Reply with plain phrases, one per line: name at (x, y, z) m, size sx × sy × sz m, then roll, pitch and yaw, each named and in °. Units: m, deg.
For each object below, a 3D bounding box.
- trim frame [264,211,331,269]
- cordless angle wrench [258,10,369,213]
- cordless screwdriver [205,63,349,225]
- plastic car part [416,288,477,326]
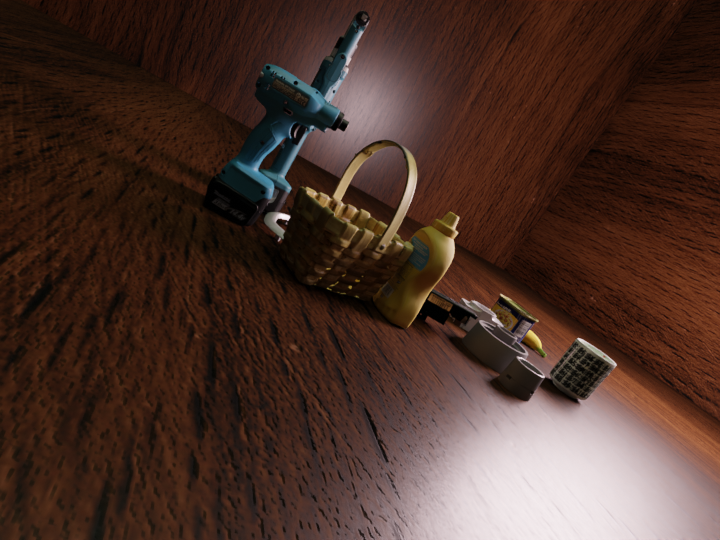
trim frame at (-0.080, -0.052, 0.814) m, size 0.235 × 0.027 × 0.195 m, roll 19°, pitch 17°, yaw -40°
cordless angle wrench at (-0.102, -0.308, 0.839) m, size 0.072 × 0.422 × 0.101 m, roll 27°, pitch 14°, yaw -20°
cordless screwdriver at (-0.141, -0.189, 0.698) m, size 0.156 × 0.248 × 0.076 m, roll 29°, pitch 13°, yaw -12°
plastic car part at (0.105, 0.045, 0.770) m, size 0.208 × 0.067 × 0.065 m, roll 33°, pitch 13°, yaw 11°
